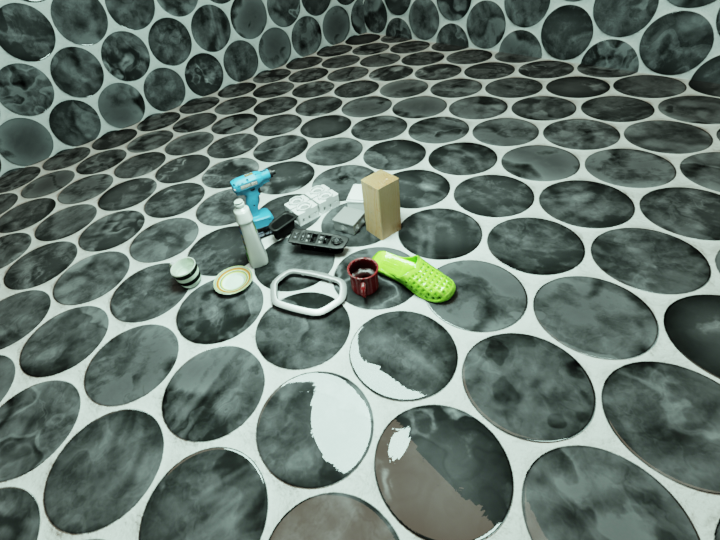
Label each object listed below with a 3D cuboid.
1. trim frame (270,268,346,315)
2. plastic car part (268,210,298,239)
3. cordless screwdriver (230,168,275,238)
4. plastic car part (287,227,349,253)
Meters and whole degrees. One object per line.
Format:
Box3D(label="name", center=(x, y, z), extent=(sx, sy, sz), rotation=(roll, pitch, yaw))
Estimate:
Box3D(label="trim frame", center=(-0.162, 0.061, 1.293), extent=(0.258, 0.026, 0.185), rotation=(9, 46, 22))
Box3D(label="plastic car part", center=(-0.279, -0.153, 1.522), extent=(0.069, 0.068, 0.115), rotation=(21, 51, 31))
Box3D(label="cordless screwdriver", center=(-0.355, -0.241, 1.508), extent=(0.157, 0.239, 0.078), rotation=(-23, 43, -16))
Box3D(label="plastic car part", center=(-0.139, -0.091, 1.425), extent=(0.210, 0.064, 0.067), rotation=(6, 44, 19))
